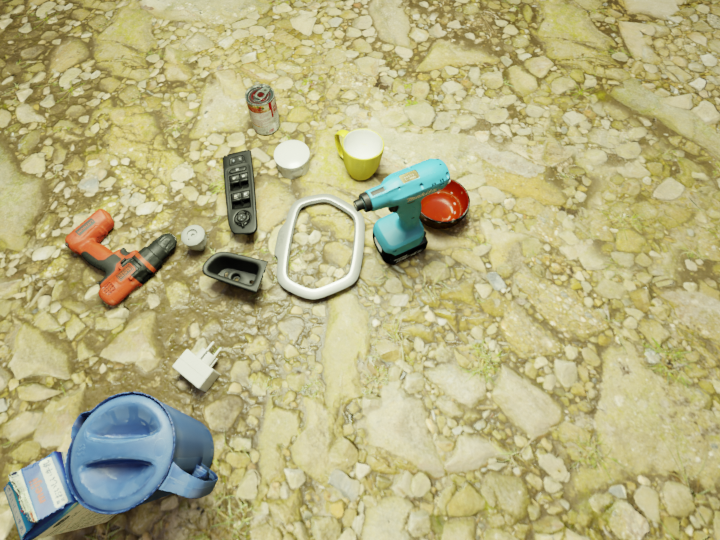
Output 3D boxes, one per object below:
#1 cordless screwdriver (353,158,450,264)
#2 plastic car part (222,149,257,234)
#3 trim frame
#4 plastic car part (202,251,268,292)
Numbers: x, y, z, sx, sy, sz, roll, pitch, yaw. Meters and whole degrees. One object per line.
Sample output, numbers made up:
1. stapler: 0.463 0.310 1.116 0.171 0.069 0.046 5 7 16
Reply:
1. cordless screwdriver: 0.060 -0.091 0.762 0.157 0.242 0.077 -22 68 -10
2. plastic car part: -0.255 -0.159 0.911 0.066 0.065 0.209 -10 64 -4
3. trim frame: -0.085 -0.056 0.872 0.186 0.027 0.253 3 64 5
4. plastic car part: -0.241 0.008 0.826 0.119 0.069 0.067 14 66 8
